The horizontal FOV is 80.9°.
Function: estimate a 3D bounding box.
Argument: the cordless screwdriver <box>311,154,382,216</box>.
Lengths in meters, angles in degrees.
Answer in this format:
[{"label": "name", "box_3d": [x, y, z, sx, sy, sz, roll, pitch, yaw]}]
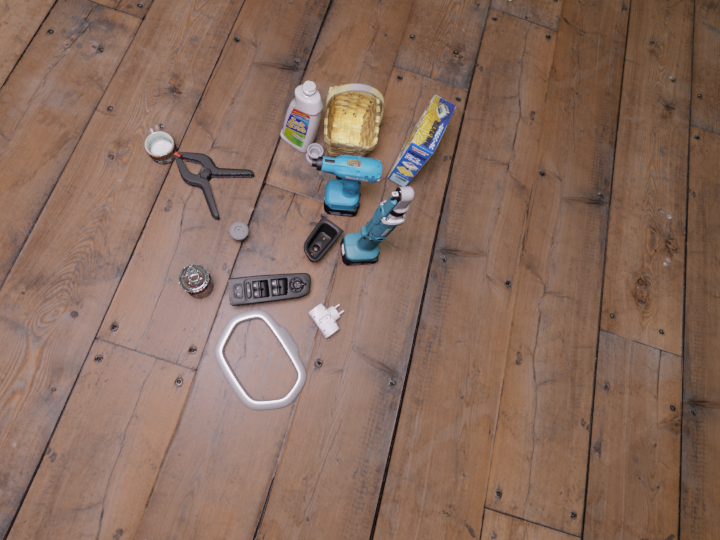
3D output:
[{"label": "cordless screwdriver", "box_3d": [-0.054, -0.213, 1.050, 0.157, 0.249, 0.075, 7, 76, -10]}]

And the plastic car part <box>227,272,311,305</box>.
[{"label": "plastic car part", "box_3d": [-0.223, 0.047, 1.049, 0.200, 0.067, 0.067, -6, 77, -10]}]

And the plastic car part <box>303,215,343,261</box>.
[{"label": "plastic car part", "box_3d": [-0.107, -0.070, 1.096, 0.066, 0.071, 0.116, 36, 73, 0]}]

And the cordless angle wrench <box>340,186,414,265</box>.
[{"label": "cordless angle wrench", "box_3d": [0.038, -0.093, 0.938, 0.096, 0.423, 0.075, -3, 79, -13]}]

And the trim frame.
[{"label": "trim frame", "box_3d": [-0.240, 0.214, 1.020, 0.182, 0.027, 0.252, -34, 81, -15]}]
